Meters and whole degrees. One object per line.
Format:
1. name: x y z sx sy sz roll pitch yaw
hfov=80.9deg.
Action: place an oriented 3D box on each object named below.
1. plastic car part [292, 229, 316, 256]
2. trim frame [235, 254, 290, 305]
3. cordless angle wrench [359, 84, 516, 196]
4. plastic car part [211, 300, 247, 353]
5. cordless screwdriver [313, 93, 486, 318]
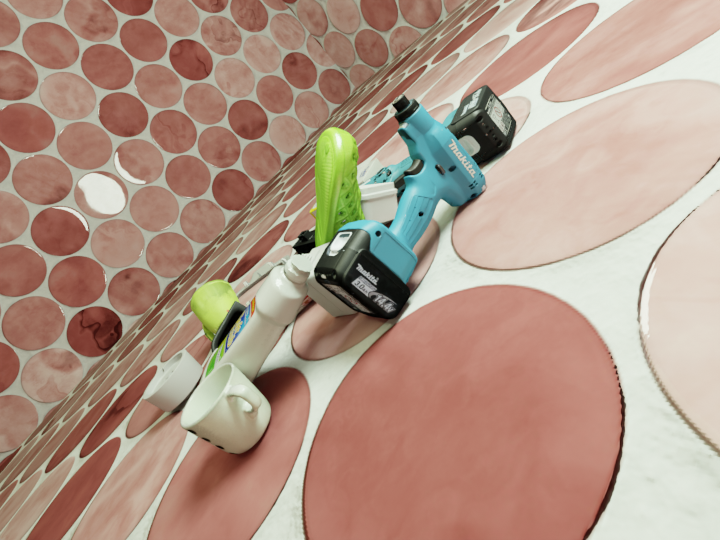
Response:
1. plastic car part: -0.078 -0.051 0.795 0.066 0.065 0.211 -45 22 -25
2. trim frame: -0.251 0.048 0.968 0.253 0.027 0.187 -35 22 27
3. cordless angle wrench: 0.052 -0.152 0.734 0.435 0.072 0.098 -24 27 46
4. plastic car part: -0.234 0.127 0.761 0.071 0.065 0.117 -46 16 50
5. cordless screwdriver: 0.039 -0.078 0.498 0.248 0.153 0.077 -53 22 -18
